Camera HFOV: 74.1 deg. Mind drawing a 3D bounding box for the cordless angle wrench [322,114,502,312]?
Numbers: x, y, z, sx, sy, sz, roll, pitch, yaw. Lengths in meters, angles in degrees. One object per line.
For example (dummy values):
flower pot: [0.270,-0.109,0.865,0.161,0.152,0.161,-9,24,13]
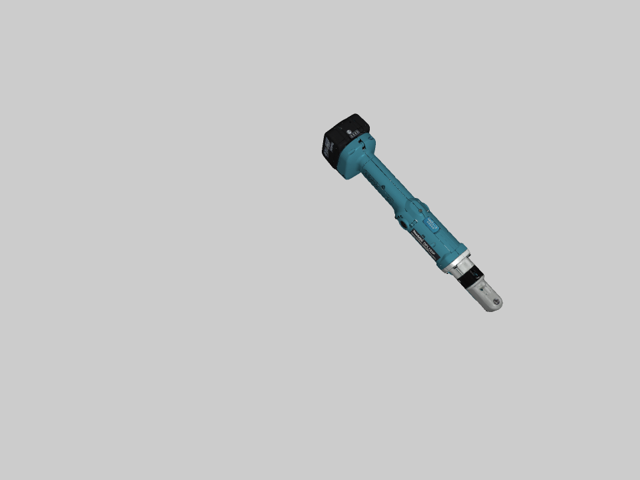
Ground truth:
cordless angle wrench: [0.164,-0.043,0.752,0.074,0.422,0.098,-37,-12,-15]
